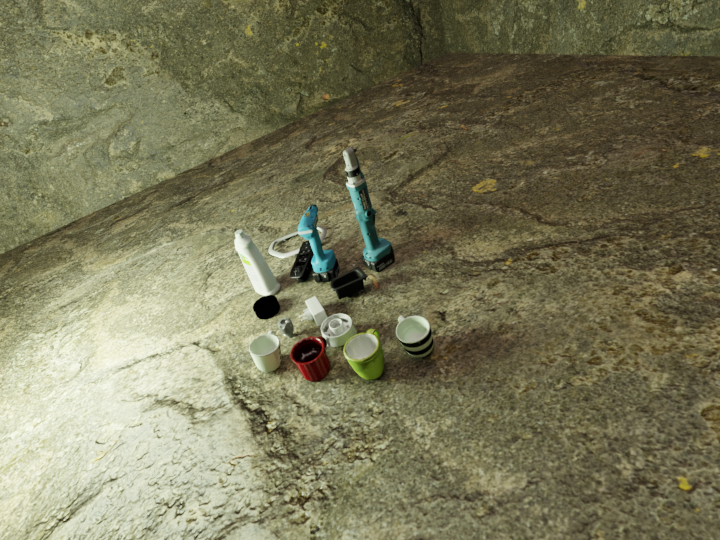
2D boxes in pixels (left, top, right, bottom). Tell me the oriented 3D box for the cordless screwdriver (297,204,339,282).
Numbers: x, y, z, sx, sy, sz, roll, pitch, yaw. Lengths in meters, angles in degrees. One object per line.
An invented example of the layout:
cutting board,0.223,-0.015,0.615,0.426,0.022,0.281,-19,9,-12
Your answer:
cordless screwdriver,-0.139,-0.091,1.417,0.076,0.238,0.162,-9,35,14

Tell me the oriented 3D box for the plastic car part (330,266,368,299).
plastic car part,-0.036,0.049,1.326,0.115,0.068,0.069,-27,35,-11

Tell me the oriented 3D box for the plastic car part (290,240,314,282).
plastic car part,-0.199,-0.029,1.517,0.068,0.064,0.205,-6,37,19

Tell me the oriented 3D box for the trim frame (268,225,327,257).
trim frame,-0.250,-0.116,1.693,0.247,0.026,0.193,-24,35,-5

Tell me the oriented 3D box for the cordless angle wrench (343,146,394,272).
cordless angle wrench,0.013,-0.185,1.322,0.096,0.405,0.079,-32,35,-20
